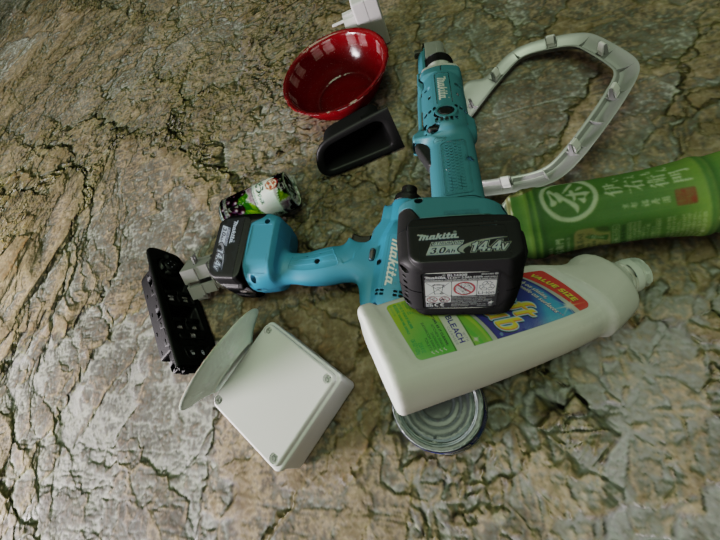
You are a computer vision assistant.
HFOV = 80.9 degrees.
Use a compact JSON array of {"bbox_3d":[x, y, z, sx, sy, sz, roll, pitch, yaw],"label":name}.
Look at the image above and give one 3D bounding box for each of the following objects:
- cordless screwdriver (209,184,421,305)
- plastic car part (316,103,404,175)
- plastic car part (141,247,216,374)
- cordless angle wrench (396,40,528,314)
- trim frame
[{"bbox_3d":[-0.050,-0.033,0.511,0.258,0.071,0.161,4,68,21],"label":"cordless screwdriver"},{"bbox_3d":[-0.010,-0.185,0.576,0.119,0.062,0.073,-19,46,18],"label":"plastic car part"},{"bbox_3d":[-0.250,0.056,0.567,0.067,0.063,0.212,-47,55,27],"label":"plastic car part"},{"bbox_3d":[0.092,-0.151,0.463,0.100,0.071,0.433,-4,50,11],"label":"cordless angle wrench"},{"bbox_3d":[0.186,-0.185,0.487,0.195,0.026,0.248,32,84,44],"label":"trim frame"}]
